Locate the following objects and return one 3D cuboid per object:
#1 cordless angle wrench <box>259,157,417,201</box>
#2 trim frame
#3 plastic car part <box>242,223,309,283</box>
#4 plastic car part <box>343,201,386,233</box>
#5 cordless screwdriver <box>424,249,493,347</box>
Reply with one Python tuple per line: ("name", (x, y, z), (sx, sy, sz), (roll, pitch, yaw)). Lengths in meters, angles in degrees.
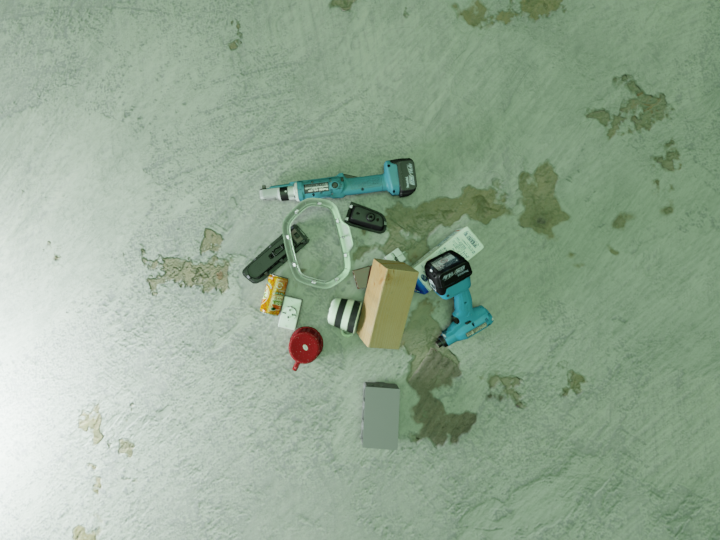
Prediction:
("cordless angle wrench", (-0.067, -0.229, 1.151), (0.426, 0.073, 0.098), (-6, 86, 4))
("trim frame", (-0.110, -0.072, 1.129), (0.180, 0.028, 0.247), (-14, 92, -17))
("plastic car part", (-0.233, -0.039, 1.145), (0.203, 0.067, 0.066), (-40, 95, 1))
("plastic car part", (0.018, -0.142, 1.137), (0.118, 0.070, 0.066), (19, 88, 5))
("cordless screwdriver", (0.228, 0.081, 1.060), (0.159, 0.078, 0.238), (-30, 119, -2))
